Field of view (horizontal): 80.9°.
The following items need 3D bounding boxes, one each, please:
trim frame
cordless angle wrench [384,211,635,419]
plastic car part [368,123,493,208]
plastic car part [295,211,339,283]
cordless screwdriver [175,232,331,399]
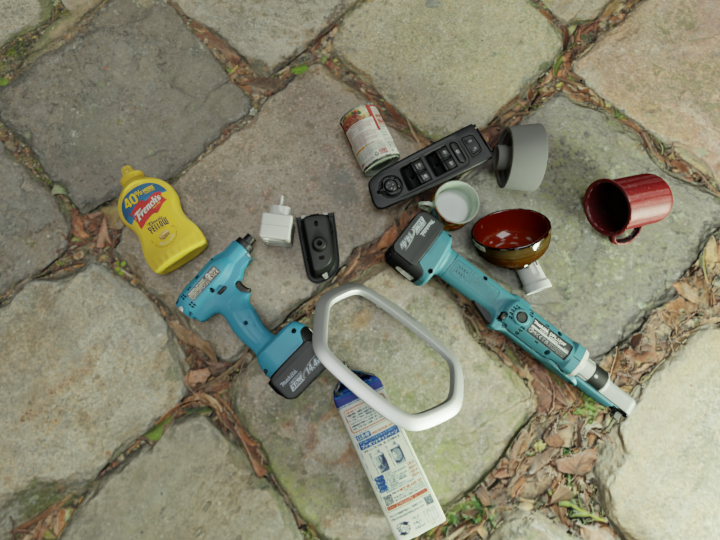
[{"bbox_3d":[0.039,0.115,0.611,0.254,0.027,0.182,35,47,11],"label":"trim frame"},{"bbox_3d":[0.231,0.072,0.646,0.428,0.073,0.098,38,81,6],"label":"cordless angle wrench"},{"bbox_3d":[0.105,-0.164,0.698,0.203,0.067,0.067,-26,88,-1],"label":"plastic car part"},{"bbox_3d":[-0.066,-0.043,0.675,0.066,0.070,0.119,-9,76,-3],"label":"plastic car part"},{"bbox_3d":[-0.148,0.066,0.653,0.255,0.073,0.159,38,81,12],"label":"cordless screwdriver"}]
